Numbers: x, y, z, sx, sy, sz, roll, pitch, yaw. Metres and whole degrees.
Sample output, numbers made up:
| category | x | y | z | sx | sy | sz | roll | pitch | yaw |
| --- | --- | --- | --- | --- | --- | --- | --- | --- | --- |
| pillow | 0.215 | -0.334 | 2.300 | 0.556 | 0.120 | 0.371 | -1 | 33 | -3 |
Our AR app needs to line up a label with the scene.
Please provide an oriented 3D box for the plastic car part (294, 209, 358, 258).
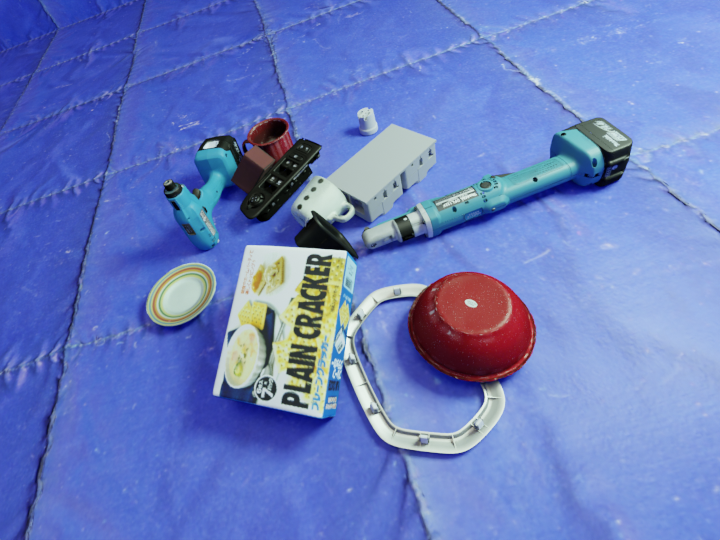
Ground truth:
| category | x | y | z | sx | sy | sz | roll | pitch | yaw |
| --- | --- | --- | --- | --- | --- | --- | --- | --- | --- |
| plastic car part | -0.068 | -0.044 | 0.691 | 0.071 | 0.110 | 0.069 | -44 | 50 | 11 |

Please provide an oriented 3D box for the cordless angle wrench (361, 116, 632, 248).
| category | x | y | z | sx | sy | sz | roll | pitch | yaw |
| --- | --- | --- | --- | --- | --- | --- | --- | --- | --- |
| cordless angle wrench | 0.203 | -0.122 | 0.685 | 0.425 | 0.071 | 0.102 | -21 | 50 | 4 |

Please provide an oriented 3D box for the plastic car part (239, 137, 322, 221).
| category | x | y | z | sx | sy | sz | roll | pitch | yaw |
| --- | --- | --- | --- | --- | --- | --- | --- | --- | --- |
| plastic car part | -0.156 | -0.172 | 0.837 | 0.069 | 0.064 | 0.202 | 34 | 73 | 26 |

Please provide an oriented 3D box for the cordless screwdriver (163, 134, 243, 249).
| category | x | y | z | sx | sy | sz | roll | pitch | yaw |
| --- | --- | --- | --- | --- | --- | --- | --- | --- | --- |
| cordless screwdriver | -0.308 | -0.180 | 0.837 | 0.076 | 0.152 | 0.255 | -5 | 50 | 11 |

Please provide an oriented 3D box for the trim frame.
| category | x | y | z | sx | sy | sz | roll | pitch | yaw |
| --- | --- | --- | --- | --- | --- | --- | --- | --- | --- |
| trim frame | 0.074 | 0.116 | 0.565 | 0.183 | 0.026 | 0.261 | -25 | 48 | -3 |
